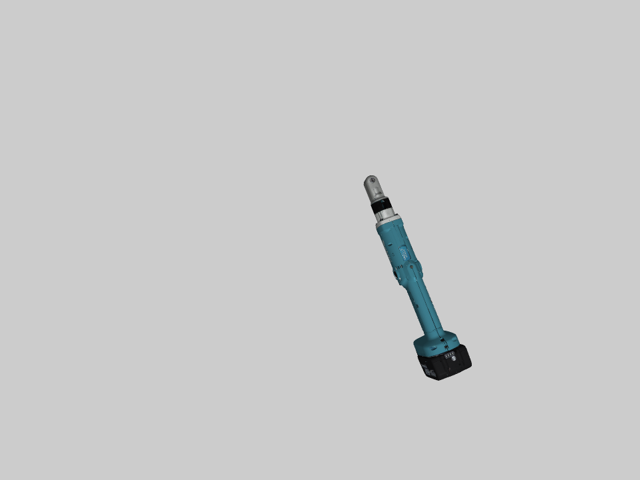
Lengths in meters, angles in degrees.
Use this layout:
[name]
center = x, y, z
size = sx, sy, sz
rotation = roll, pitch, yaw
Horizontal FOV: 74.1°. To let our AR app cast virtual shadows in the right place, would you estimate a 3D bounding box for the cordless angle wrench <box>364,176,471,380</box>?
[cordless angle wrench]
center = 0.176, 0.063, 0.856
size = 0.074, 0.422, 0.098
rotation = -20, -8, -9
